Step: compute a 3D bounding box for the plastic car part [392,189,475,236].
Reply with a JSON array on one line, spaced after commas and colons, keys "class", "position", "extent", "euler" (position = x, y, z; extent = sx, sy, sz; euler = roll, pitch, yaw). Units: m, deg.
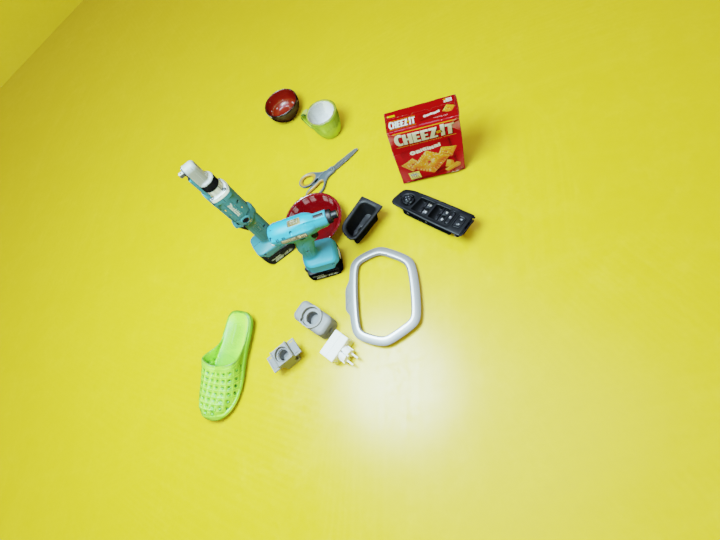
[{"class": "plastic car part", "position": [0.173, -0.139, 1.028], "extent": [0.213, 0.064, 0.066], "euler": [32, 81, 29]}]

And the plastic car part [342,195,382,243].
[{"class": "plastic car part", "position": [0.004, -0.119, 1.082], "extent": [0.069, 0.067, 0.116], "euler": [31, 81, 27]}]

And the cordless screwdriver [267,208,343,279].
[{"class": "cordless screwdriver", "position": [-0.098, -0.064, 0.999], "extent": [0.162, 0.237, 0.077], "euler": [-17, 64, 11]}]

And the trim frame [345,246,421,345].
[{"class": "trim frame", "position": [0.049, 0.057, 1.011], "extent": [0.189, 0.026, 0.255], "euler": [-10, 64, 17]}]

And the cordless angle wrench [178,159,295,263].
[{"class": "cordless angle wrench", "position": [-0.284, -0.135, 1.007], "extent": [0.098, 0.403, 0.078], "euler": [-36, 63, 1]}]
